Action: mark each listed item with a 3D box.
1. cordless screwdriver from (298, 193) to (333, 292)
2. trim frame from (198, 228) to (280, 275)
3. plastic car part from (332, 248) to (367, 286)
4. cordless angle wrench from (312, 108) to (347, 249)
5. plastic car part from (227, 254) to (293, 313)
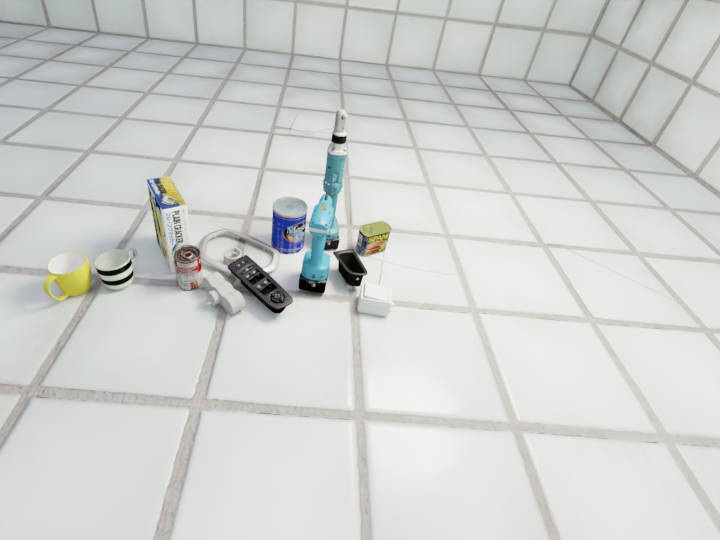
[{"bbox_3d":[-0.109,-0.071,1.116,0.074,0.243,0.163,10,39,-2],"label":"cordless screwdriver"},{"bbox_3d":[-0.352,-0.052,1.224,0.256,0.027,0.183,20,42,15],"label":"trim frame"},{"bbox_3d":[-0.029,0.001,1.177,0.064,0.069,0.123,-10,43,-22],"label":"plastic car part"},{"bbox_3d":[-0.079,-0.245,1.195,0.073,0.413,0.102,1,40,-13],"label":"cordless angle wrench"},{"bbox_3d":[-0.259,0.045,1.094,0.213,0.065,0.065,34,45,28],"label":"plastic car part"}]
